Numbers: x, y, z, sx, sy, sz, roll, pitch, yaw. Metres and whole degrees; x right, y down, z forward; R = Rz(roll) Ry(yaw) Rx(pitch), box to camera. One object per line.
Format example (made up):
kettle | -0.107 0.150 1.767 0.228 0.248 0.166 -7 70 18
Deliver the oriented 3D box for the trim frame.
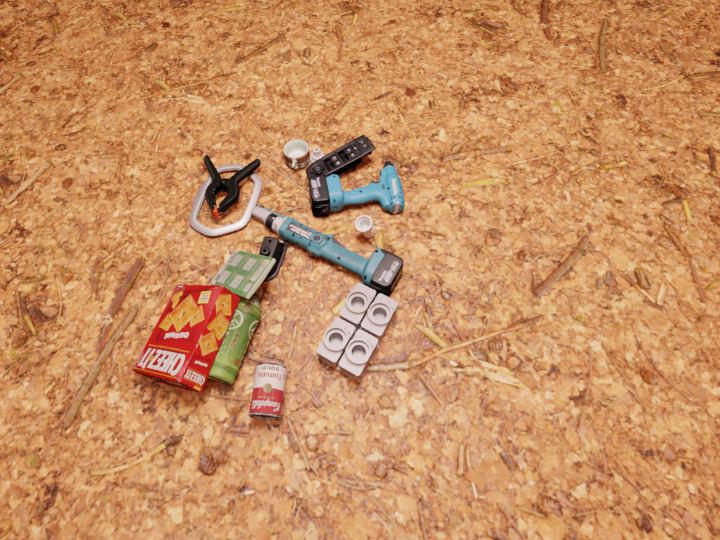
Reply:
trim frame | -0.373 -0.199 1.168 0.187 0.027 0.252 8 63 8

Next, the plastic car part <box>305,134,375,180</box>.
plastic car part | -0.060 -0.300 1.176 0.201 0.065 0.068 -28 71 -7

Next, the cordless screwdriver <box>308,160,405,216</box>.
cordless screwdriver | -0.014 -0.223 1.129 0.248 0.072 0.164 -4 60 -2

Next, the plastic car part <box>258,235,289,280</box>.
plastic car part | -0.227 -0.038 1.040 0.067 0.068 0.118 9 59 8

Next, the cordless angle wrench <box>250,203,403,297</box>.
cordless angle wrench | -0.103 -0.067 1.050 0.439 0.072 0.098 26 65 20
